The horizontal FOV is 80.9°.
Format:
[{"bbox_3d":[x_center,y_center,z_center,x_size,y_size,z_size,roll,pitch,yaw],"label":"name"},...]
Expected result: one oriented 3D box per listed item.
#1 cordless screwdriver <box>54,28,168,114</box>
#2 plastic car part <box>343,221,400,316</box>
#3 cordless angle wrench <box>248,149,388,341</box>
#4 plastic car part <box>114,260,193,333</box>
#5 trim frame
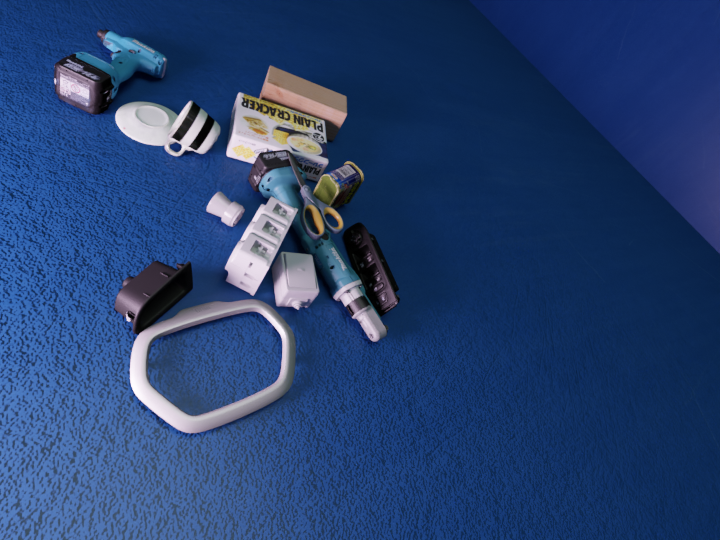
[{"bbox_3d":[-0.527,-0.424,0.869,0.157,0.074,0.252,26,41,-8],"label":"cordless screwdriver"},{"bbox_3d":[0.027,-0.009,0.834,0.064,0.067,0.211,3,52,-41],"label":"plastic car part"},{"bbox_3d":[-0.079,-0.052,0.809,0.094,0.074,0.437,-18,66,-39],"label":"cordless angle wrench"},{"bbox_3d":[-0.312,0.028,0.622,0.073,0.065,0.115,28,47,13],"label":"plastic car part"},{"bbox_3d":[-0.204,0.125,0.619,0.239,0.027,0.191,-16,64,-36],"label":"trim frame"}]
